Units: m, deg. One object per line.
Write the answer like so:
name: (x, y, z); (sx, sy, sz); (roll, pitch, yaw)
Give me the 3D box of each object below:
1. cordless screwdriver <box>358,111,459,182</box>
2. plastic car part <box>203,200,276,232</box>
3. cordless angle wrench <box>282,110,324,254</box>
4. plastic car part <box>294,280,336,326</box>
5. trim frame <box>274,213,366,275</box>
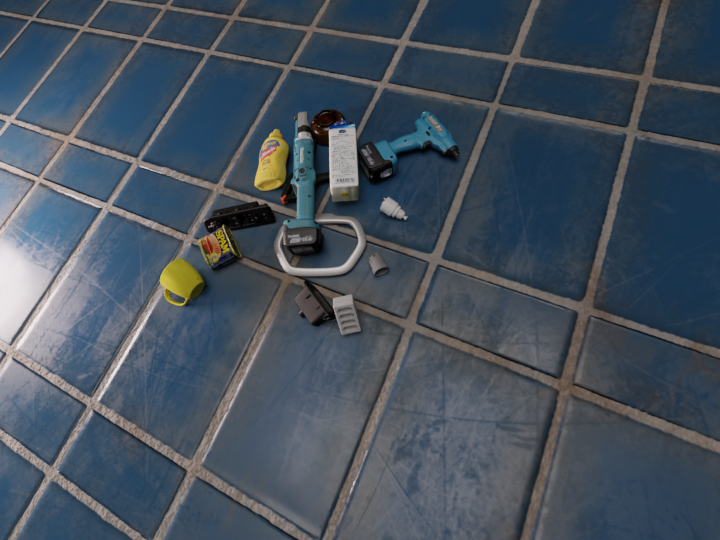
cordless screwdriver: (0.128, -0.317, 1.138); (0.248, 0.072, 0.166); (-29, 65, -5)
plastic car part: (-0.343, -0.155, 1.183); (0.205, 0.063, 0.069); (-13, 57, 7)
cordless angle wrench: (-0.153, -0.253, 1.139); (0.099, 0.071, 0.432); (-6, 69, 9)
plastic car part: (-0.117, 0.090, 1.032); (0.071, 0.063, 0.122); (-47, 63, 6)
trim frame: (-0.109, -0.071, 1.112); (0.254, 0.026, 0.188); (-3, 68, 14)
